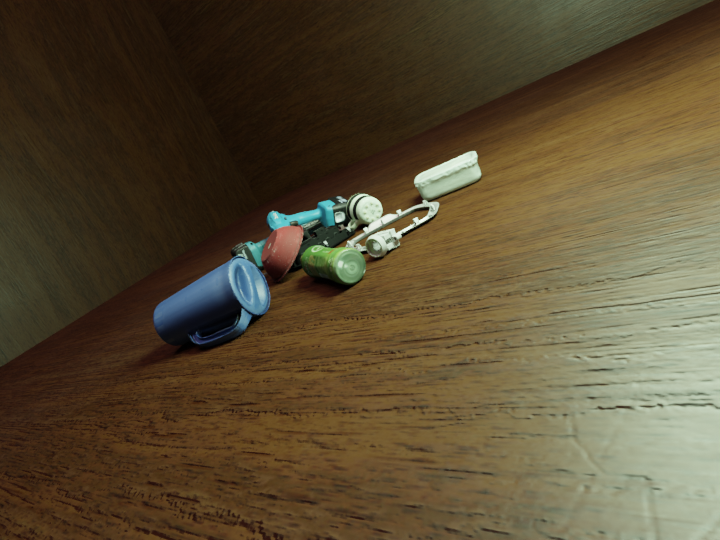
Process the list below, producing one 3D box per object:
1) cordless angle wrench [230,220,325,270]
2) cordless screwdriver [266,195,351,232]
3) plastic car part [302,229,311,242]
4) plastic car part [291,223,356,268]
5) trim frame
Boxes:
[{"bbox_3d":[-0.204,-0.120,1.348,0.415,0.095,0.077,-30,18,-21],"label":"cordless angle wrench"},{"bbox_3d":[-0.146,-0.149,1.248,0.245,0.072,0.166,-13,27,-13],"label":"cordless screwdriver"},{"bbox_3d":[-0.182,-0.057,1.196,0.117,0.066,0.070,-29,0,5],"label":"plastic car part"},{"bbox_3d":[-0.109,-0.071,1.118,0.200,0.065,0.069,-38,25,-23],"label":"plastic car part"},{"bbox_3d":[0.072,-0.105,0.996,0.248,0.027,0.189,-30,17,-2],"label":"trim frame"}]
